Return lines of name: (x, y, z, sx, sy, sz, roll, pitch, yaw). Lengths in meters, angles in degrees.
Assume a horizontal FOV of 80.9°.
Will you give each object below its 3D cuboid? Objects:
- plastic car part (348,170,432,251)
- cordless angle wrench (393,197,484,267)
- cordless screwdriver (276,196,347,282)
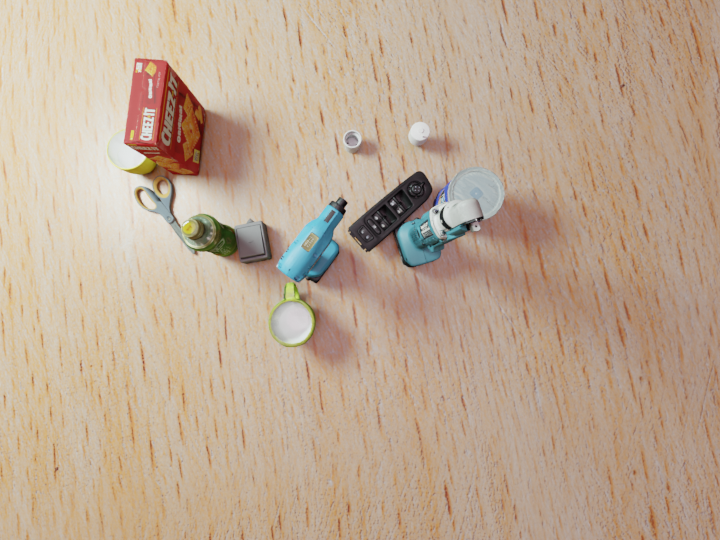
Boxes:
plastic car part: (0.067, -0.125, 0.893, 0.203, 0.066, 0.067, -41, 87, -2)
cordless angle wrench: (0.123, -0.066, 0.707, 0.074, 0.420, 0.098, -17, 88, -3)
cordless screwdriver: (-0.079, -0.051, 0.803, 0.075, 0.247, 0.159, 36, 87, 0)
